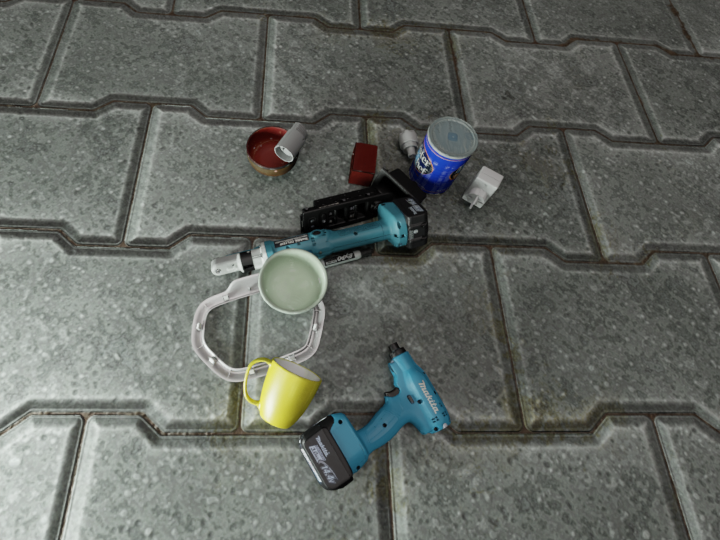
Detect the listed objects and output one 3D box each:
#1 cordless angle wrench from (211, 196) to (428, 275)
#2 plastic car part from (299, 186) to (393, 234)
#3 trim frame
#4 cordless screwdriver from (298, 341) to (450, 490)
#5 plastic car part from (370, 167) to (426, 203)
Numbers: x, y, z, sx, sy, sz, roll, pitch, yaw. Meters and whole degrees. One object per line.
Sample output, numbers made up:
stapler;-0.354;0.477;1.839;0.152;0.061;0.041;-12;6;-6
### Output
cordless angle wrench;-0.081;-0.053;0.824;0.419;0.072;0.102;-14;36;-7
plastic car part;-0.032;-0.130;0.879;0.200;0.064;0.070;-13;43;-10
trim frame;-0.185;0.096;0.775;0.245;0.027;0.190;-16;67;-11
cordless screwdriver;0.013;0.237;0.706;0.244;0.073;0.164;-24;70;-20
plastic car part;0.092;-0.175;0.912;0.118;0.066;0.070;41;53;8
